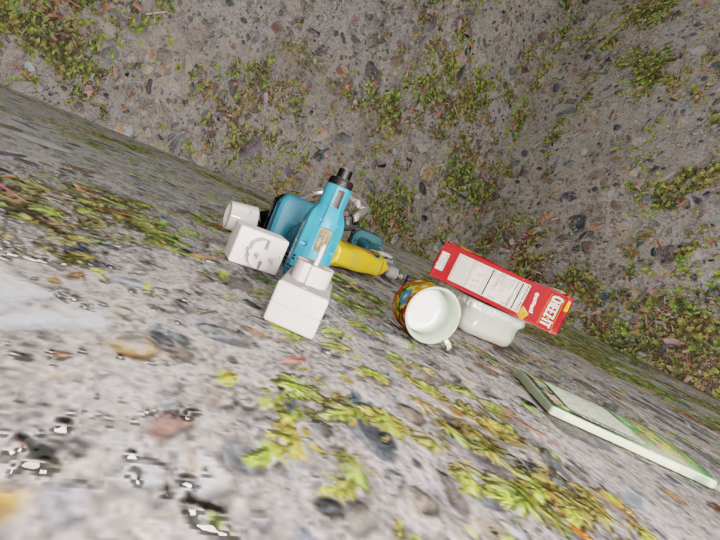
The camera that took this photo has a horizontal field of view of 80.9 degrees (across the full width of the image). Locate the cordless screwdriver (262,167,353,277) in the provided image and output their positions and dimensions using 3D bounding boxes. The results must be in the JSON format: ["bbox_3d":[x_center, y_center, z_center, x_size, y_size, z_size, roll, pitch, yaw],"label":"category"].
[{"bbox_3d":[-0.082,-0.077,0.629,0.072,0.159,0.258,21,5,-22],"label":"cordless screwdriver"}]

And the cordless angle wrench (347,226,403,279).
[{"bbox_3d":[0.038,-0.045,1.143,0.096,0.074,0.433,22,10,-13],"label":"cordless angle wrench"}]

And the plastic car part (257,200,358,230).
[{"bbox_3d":[-0.109,-0.096,0.802,0.206,0.065,0.067,-7,19,8],"label":"plastic car part"}]

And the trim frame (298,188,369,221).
[{"bbox_3d":[-0.094,-0.115,0.898,0.175,0.028,0.256,11,-19,-34],"label":"trim frame"}]
